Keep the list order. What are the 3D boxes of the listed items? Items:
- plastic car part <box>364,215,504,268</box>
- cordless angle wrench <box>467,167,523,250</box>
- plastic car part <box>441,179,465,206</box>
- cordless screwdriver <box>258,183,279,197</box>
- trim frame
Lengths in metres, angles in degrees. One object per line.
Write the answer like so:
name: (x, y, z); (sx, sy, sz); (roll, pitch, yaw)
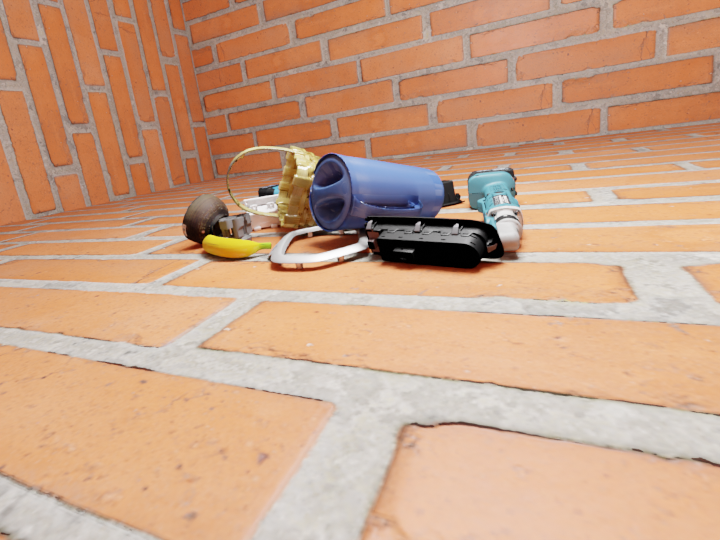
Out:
plastic car part: (0.090, -0.039, 0.594); (0.213, 0.064, 0.066); (4, 29, 33)
cordless angle wrench: (0.243, -0.112, 0.746); (0.100, 0.072, 0.421); (-3, 21, 15)
plastic car part: (0.174, -0.183, 0.986); (0.113, 0.070, 0.069); (-11, 15, -22)
cordless screwdriver: (-0.176, -0.201, 1.199); (0.257, 0.073, 0.157); (3, 20, 20)
trim frame: (-0.074, -0.048, 0.755); (0.185, 0.027, 0.253); (-7, 19, 1)
